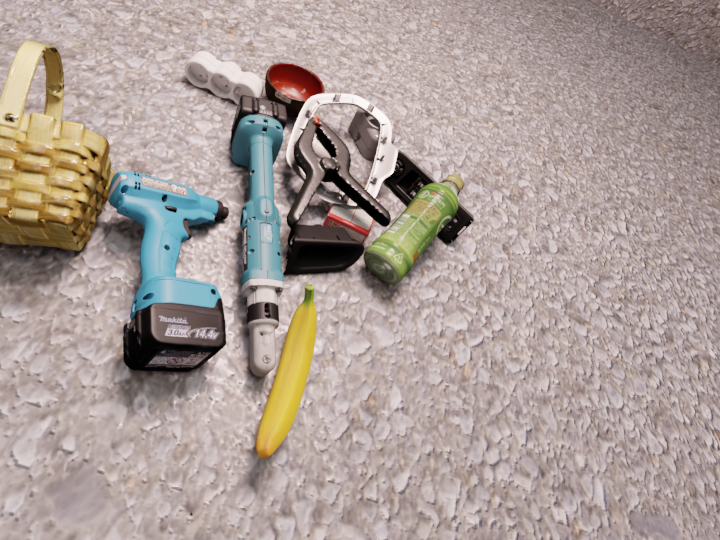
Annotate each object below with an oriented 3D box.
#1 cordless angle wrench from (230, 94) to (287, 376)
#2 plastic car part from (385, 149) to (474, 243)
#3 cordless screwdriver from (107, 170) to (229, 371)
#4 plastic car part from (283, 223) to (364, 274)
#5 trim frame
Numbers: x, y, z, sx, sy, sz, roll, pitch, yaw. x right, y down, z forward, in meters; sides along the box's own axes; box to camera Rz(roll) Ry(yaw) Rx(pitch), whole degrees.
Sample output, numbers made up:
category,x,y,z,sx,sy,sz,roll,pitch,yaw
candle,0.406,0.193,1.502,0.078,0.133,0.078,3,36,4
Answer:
category,x,y,z,sx,sy,sz,roll,pitch,yaw
cordless angle wrench,-0.141,-0.069,0.595,0.071,0.098,0.437,6,57,-25
plastic car part,0.117,-0.147,0.772,0.207,0.066,0.065,45,37,10
cordless screwdriver,-0.217,-0.008,0.521,0.151,0.075,0.258,10,49,-45
plastic car part,-0.061,-0.040,0.629,0.112,0.065,0.074,-4,45,-29
trim frame,-0.026,-0.218,0.727,0.181,0.027,0.252,20,59,-9
